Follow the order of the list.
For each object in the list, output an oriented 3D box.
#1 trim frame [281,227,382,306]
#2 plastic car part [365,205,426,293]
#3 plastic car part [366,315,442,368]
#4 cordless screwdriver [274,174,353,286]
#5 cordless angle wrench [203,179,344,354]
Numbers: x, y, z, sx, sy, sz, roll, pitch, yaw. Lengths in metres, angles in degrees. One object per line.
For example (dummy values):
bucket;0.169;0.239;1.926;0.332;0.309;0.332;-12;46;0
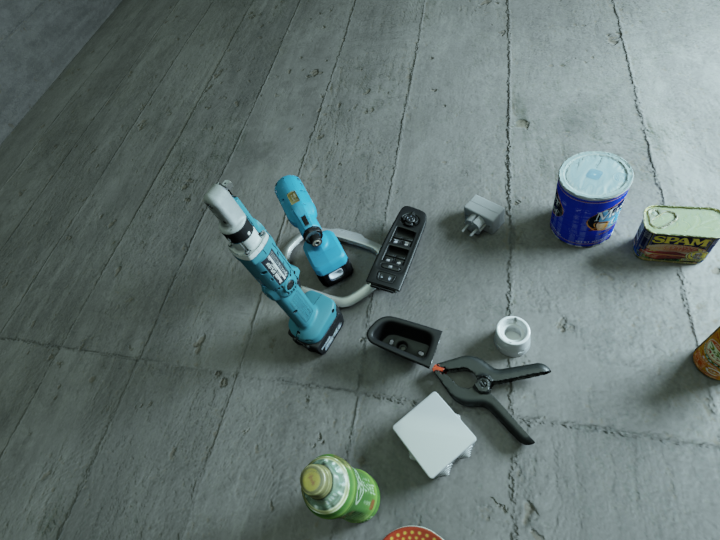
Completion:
trim frame;-0.062;-0.016;0.898;0.260;0.026;0.185;15;64;28
plastic car part;0.081;-0.038;0.835;0.069;0.064;0.204;11;63;25
plastic car part;0.076;0.126;0.727;0.122;0.067;0.066;15;64;28
cordless screwdriver;-0.078;-0.051;0.795;0.074;0.237;0.167;-28;54;-2
cordless angle wrench;-0.129;0.013;0.669;0.078;0.402;0.098;22;67;28
